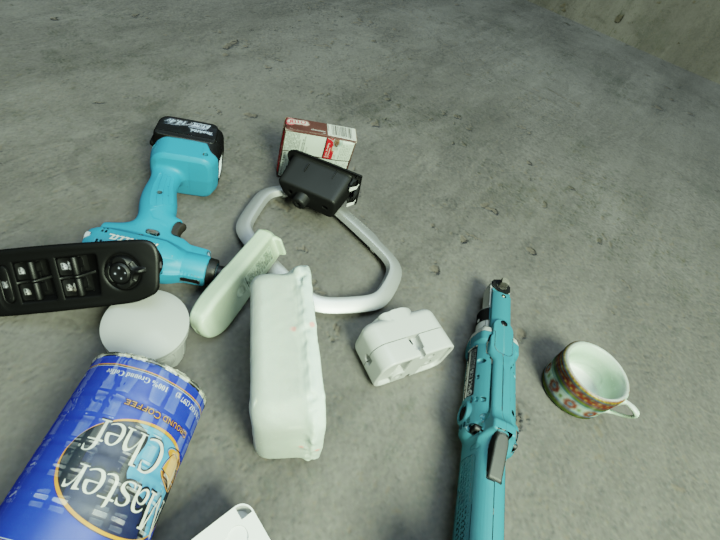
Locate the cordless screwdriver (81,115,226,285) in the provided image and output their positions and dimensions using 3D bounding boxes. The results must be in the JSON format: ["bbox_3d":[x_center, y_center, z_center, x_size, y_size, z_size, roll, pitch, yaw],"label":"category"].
[{"bbox_3d":[-0.226,-0.090,0.547,0.157,0.073,0.255,11,51,-8],"label":"cordless screwdriver"}]

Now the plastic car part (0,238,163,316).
[{"bbox_3d":[-0.285,0.004,0.422,0.206,0.066,0.066,-5,6,10],"label":"plastic car part"}]

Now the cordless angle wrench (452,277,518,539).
[{"bbox_3d":[0.127,0.155,0.422,0.075,0.097,0.425,23,42,1],"label":"cordless angle wrench"}]

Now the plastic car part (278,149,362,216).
[{"bbox_3d":[-0.065,-0.115,0.598,0.119,0.064,0.071,23,60,8],"label":"plastic car part"}]

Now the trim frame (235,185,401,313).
[{"bbox_3d":[-0.056,-0.037,0.578,0.180,0.027,0.259,-32,62,-35],"label":"trim frame"}]
